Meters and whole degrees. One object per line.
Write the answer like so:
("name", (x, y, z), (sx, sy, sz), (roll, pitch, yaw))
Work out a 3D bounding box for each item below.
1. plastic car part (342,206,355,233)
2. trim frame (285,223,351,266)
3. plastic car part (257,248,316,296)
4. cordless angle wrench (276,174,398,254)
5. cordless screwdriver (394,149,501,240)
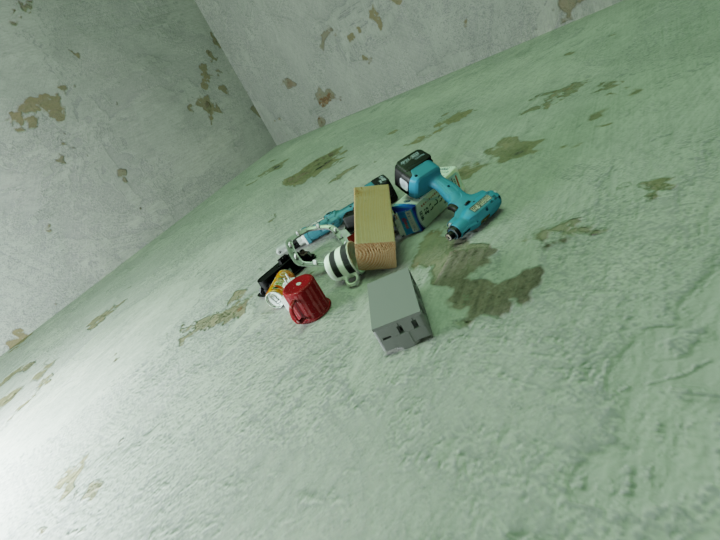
("plastic car part", (-0.005, -0.158, 1.252), (0.120, 0.068, 0.066), (-19, 28, 28))
("trim frame", (-0.118, -0.077, 1.209), (0.182, 0.026, 0.260), (-17, 31, -12))
("plastic car part", (-0.219, 0.000, 1.208), (0.070, 0.064, 0.201), (13, 51, 46))
("cordless angle wrench", (-0.088, -0.162, 1.348), (0.425, 0.071, 0.101), (-30, 25, 6))
("cordless screwdriver", (0.179, -0.176, 0.991), (0.157, 0.071, 0.262), (-39, 58, -18))
